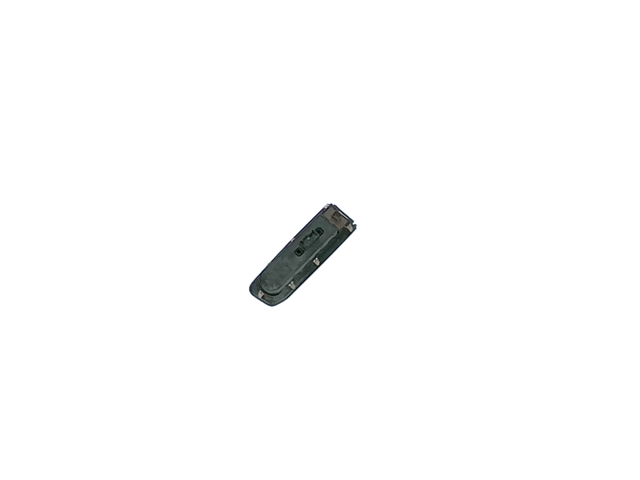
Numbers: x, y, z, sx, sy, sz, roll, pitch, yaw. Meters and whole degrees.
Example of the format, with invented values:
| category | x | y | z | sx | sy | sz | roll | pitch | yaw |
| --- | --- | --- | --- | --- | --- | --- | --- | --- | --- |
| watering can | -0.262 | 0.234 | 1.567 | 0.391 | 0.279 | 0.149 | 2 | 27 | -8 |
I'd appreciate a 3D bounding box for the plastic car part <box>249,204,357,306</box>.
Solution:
| category | x | y | z | sx | sy | sz | roll | pitch | yaw |
| --- | --- | --- | --- | --- | --- | --- | --- | --- | --- |
| plastic car part | -0.027 | 0.022 | 0.673 | 0.066 | 0.202 | 0.067 | 43 | -10 | 5 |
